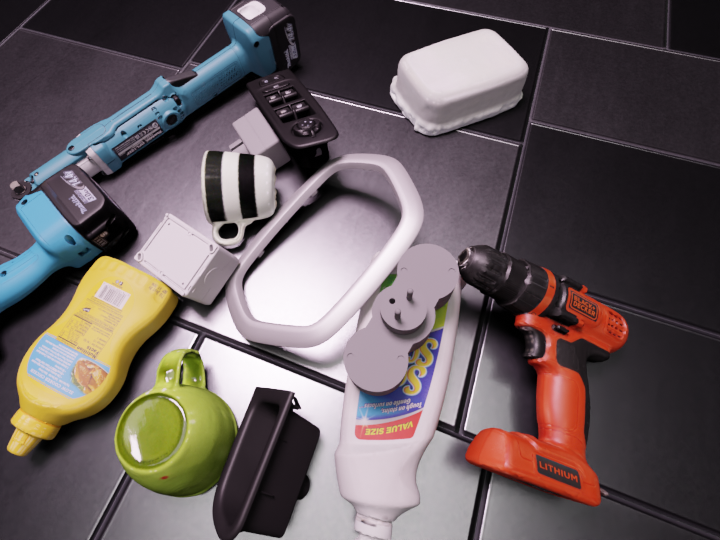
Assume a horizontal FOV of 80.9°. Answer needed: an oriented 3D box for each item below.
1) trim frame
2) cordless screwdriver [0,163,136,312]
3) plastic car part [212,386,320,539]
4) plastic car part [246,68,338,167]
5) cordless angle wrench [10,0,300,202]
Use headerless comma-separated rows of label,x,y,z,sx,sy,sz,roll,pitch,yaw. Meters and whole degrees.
trim frame,-0.044,-0.029,0.450,0.195,0.026,0.248,34,82,37
cordless screwdriver,-0.394,-0.015,0.473,0.165,0.072,0.247,36,74,18
plastic car part,-0.074,0.170,0.367,0.068,0.068,0.118,32,60,-29
plastic car part,-0.088,-0.190,0.537,0.065,0.065,0.214,-18,43,-16
cordless angle wrench,-0.266,-0.219,0.567,0.420,0.095,0.077,-41,71,-12
